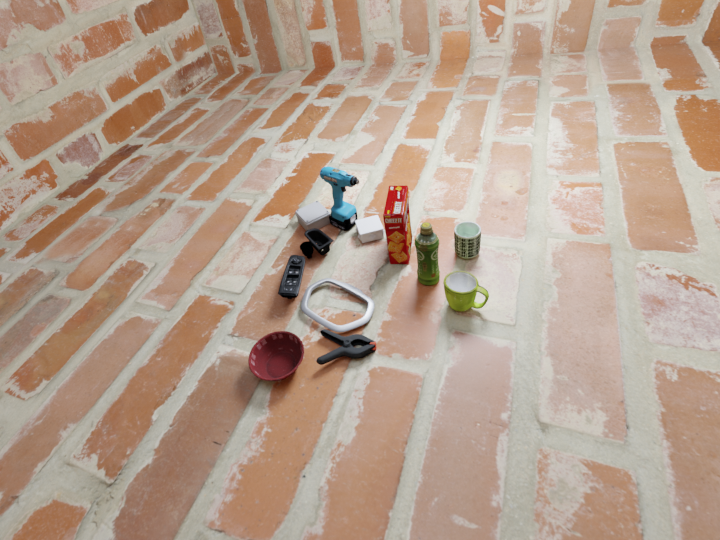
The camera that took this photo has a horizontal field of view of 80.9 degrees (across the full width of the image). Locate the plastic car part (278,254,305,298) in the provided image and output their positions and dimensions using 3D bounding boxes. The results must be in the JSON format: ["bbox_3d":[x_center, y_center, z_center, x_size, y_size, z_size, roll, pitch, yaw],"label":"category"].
[{"bbox_3d":[-0.223,0.025,1.426,0.067,0.064,0.208,-5,43,8],"label":"plastic car part"}]

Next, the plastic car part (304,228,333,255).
[{"bbox_3d":[-0.150,-0.098,1.533,0.065,0.068,0.123,-32,45,-20],"label":"plastic car part"}]

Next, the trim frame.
[{"bbox_3d":[-0.074,0.104,1.329,0.262,0.026,0.182,23,54,34],"label":"trim frame"}]

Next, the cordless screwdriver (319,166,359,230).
[{"bbox_3d":[-0.058,-0.260,1.552,0.168,0.238,0.073,24,53,33],"label":"cordless screwdriver"}]
